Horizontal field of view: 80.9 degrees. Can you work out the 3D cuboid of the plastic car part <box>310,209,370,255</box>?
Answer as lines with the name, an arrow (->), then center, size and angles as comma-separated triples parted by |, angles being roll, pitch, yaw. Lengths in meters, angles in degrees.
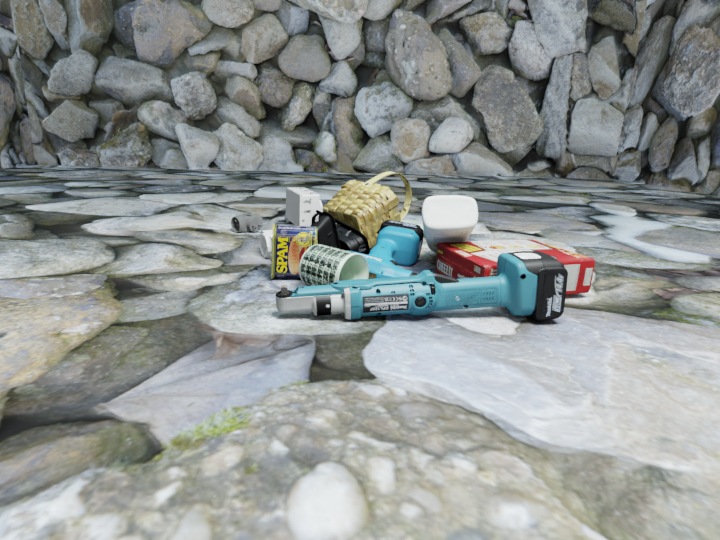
plastic car part -> -0.058, -0.080, 0.985 | 0.065, 0.064, 0.215 | -23, 34, -35

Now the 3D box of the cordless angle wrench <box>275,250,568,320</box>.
cordless angle wrench -> 0.085, 0.035, 0.638 | 0.421, 0.096, 0.076 | -4, 17, -3

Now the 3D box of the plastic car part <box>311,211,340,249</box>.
plastic car part -> -0.085, -0.056, 0.870 | 0.069, 0.112, 0.071 | 10, 41, 25

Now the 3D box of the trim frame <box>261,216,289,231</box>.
trim frame -> -0.181, -0.118, 1.169 | 0.183, 0.027, 0.255 | 0, 20, -6

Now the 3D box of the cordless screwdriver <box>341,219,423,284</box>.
cordless screwdriver -> 0.073, -0.028, 0.841 | 0.166, 0.073, 0.244 | 13, 25, 21
